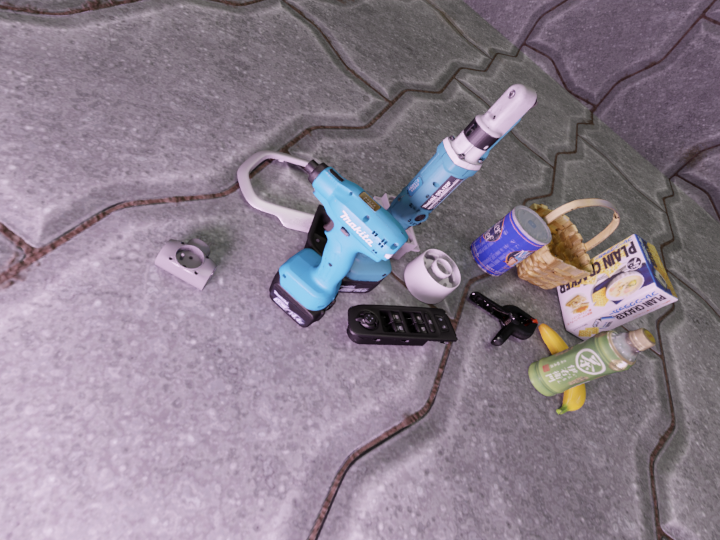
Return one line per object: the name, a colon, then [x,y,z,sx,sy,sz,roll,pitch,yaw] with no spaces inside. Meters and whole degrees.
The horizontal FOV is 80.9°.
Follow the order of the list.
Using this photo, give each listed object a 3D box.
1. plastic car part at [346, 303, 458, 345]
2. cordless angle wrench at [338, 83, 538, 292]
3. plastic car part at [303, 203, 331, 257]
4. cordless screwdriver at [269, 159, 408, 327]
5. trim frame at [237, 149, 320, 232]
plastic car part: [0.059,0.095,0.710,0.194,0.067,0.069,9,53,-27]
cordless angle wrench: [0.080,-0.097,0.622,0.094,0.426,0.077,6,56,-32]
plastic car part: [-0.072,-0.047,0.739,0.065,0.071,0.118,29,46,-12]
cordless screwdriver: [-0.060,-0.031,0.607,0.161,0.251,0.073,46,45,3]
trim frame: [-0.120,-0.156,0.826,0.239,0.028,0.190,12,51,-24]
